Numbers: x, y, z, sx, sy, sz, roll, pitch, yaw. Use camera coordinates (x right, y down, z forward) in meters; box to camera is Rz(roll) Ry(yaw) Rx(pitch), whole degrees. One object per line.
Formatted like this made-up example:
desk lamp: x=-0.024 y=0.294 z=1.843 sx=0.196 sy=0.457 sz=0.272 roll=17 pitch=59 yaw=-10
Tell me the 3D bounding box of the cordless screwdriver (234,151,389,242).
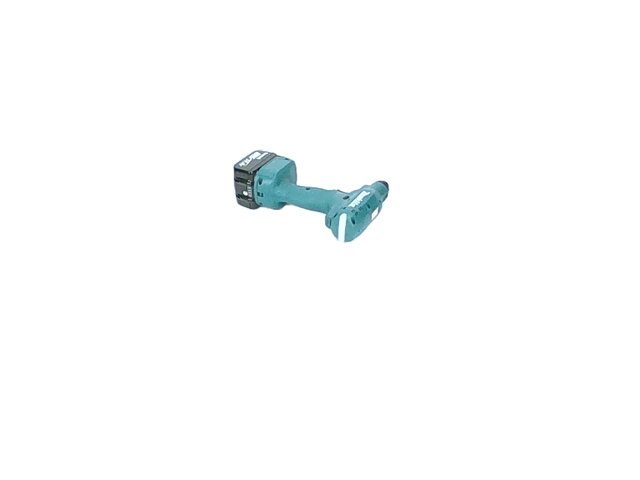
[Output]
cordless screwdriver: x=-0.014 y=-0.087 z=0.722 sx=0.250 sy=0.074 sz=0.158 roll=21 pitch=40 yaw=23
